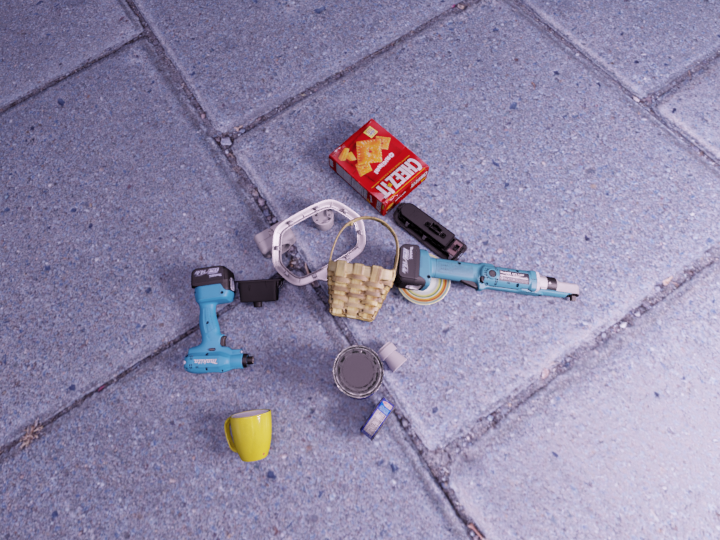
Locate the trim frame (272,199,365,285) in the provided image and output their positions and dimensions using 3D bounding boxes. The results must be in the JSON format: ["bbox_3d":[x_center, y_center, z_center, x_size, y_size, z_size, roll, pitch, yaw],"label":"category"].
[{"bbox_3d":[-0.102,-0.067,1.046,0.246,0.028,0.181,-29,100,-9],"label":"trim frame"}]

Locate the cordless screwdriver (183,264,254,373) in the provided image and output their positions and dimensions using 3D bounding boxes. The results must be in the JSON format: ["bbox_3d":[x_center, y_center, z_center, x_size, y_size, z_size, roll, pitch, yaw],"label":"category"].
[{"bbox_3d":[-0.333,0.115,1.012,0.160,0.072,0.253,-4,73,3],"label":"cordless screwdriver"}]

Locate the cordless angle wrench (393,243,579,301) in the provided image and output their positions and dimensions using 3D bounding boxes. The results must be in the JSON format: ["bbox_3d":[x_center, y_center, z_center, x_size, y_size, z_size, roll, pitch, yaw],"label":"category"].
[{"bbox_3d":[0.292,0.016,0.977,0.423,0.073,0.099,8,71,0],"label":"cordless angle wrench"}]

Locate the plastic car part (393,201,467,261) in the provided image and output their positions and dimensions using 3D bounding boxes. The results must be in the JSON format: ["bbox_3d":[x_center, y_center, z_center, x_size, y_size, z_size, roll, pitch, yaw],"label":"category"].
[{"bbox_3d":[0.167,-0.103,1.050,0.211,0.065,0.066,39,84,20],"label":"plastic car part"}]

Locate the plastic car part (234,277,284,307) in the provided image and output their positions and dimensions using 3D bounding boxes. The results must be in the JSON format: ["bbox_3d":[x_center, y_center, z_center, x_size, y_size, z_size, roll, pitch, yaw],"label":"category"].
[{"bbox_3d":[-0.245,0.054,1.033,0.117,0.065,0.071,-7,86,2],"label":"plastic car part"}]
